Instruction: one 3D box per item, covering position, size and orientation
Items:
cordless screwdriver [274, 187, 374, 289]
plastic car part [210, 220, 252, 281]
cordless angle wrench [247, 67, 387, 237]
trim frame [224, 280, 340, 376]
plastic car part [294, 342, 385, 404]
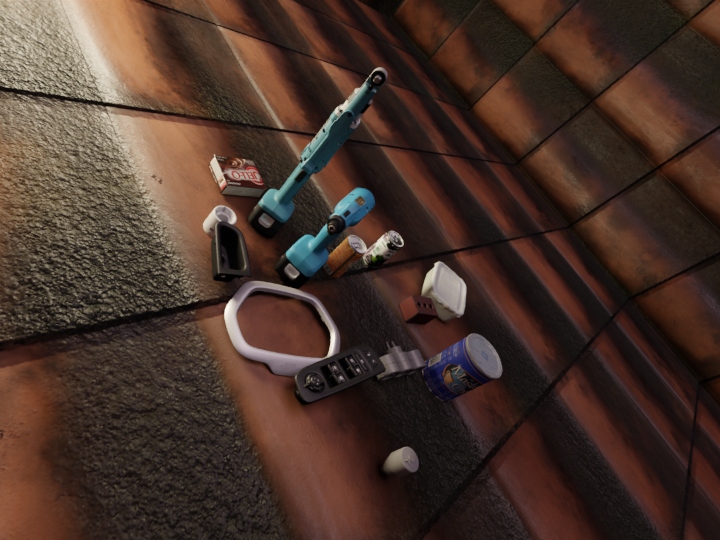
[{"bbox_3d":[-0.081,-0.053,0.829,0.074,0.252,0.158,45,36,-4],"label":"cordless screwdriver"},{"bbox_3d":[-0.253,-0.025,0.789,0.062,0.072,0.121,10,48,-39],"label":"plastic car part"},{"bbox_3d":[-0.089,-0.227,0.845,0.073,0.428,0.099,38,37,-14],"label":"cordless angle wrench"},{"bbox_3d":[-0.142,0.108,0.801,0.236,0.028,0.191,16,44,-33],"label":"trim frame"},{"bbox_3d":[-0.047,0.192,0.773,0.194,0.068,0.068,-9,62,-48],"label":"plastic car part"}]
